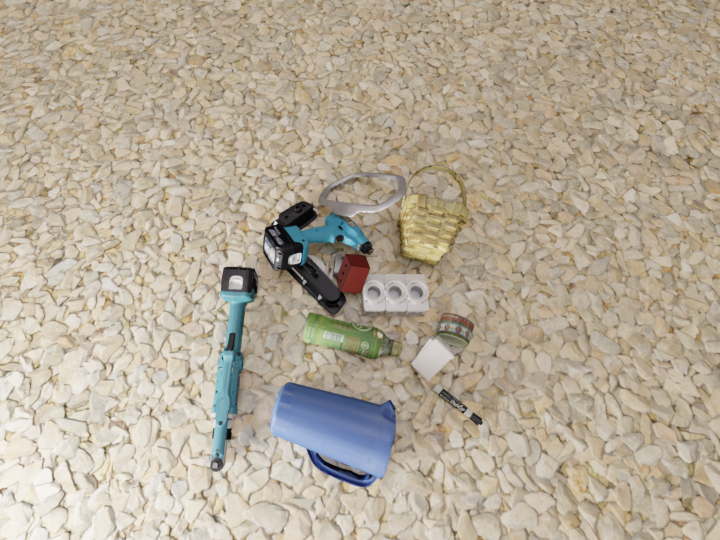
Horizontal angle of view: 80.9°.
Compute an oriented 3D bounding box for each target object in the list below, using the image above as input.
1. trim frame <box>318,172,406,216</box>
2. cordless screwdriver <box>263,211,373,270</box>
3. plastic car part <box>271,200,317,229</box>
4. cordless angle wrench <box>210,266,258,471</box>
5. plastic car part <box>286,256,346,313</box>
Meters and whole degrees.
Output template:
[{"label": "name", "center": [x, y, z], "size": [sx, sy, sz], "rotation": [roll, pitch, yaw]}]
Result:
[{"label": "trim frame", "center": [0.003, -0.200, 1.088], "size": [0.262, 0.026, 0.182], "rotation": [14, 49, 36]}, {"label": "cordless screwdriver", "center": [-0.099, -0.065, 1.012], "size": [0.241, 0.073, 0.168], "rotation": [-20, 49, -32]}, {"label": "plastic car part", "center": [-0.169, -0.143, 1.096], "size": [0.115, 0.069, 0.068], "rotation": [-37, 75, -14]}, {"label": "cordless angle wrench", "center": [-0.286, 0.203, 0.929], "size": [0.074, 0.096, 0.431], "rotation": [2, 69, -4]}, {"label": "plastic car part", "center": [-0.111, 0.015, 1.031], "size": [0.065, 0.066, 0.209], "rotation": [-36, 74, -26]}]
